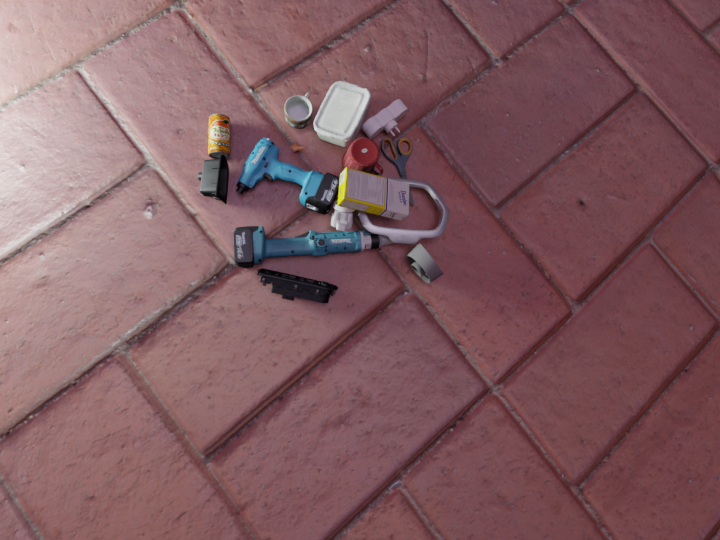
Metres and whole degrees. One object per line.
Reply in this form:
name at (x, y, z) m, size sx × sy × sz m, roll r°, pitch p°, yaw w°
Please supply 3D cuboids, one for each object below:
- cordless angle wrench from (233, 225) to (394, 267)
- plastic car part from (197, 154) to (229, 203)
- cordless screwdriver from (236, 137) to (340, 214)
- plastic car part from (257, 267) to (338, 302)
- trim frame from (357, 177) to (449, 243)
cordless angle wrench at (-0.104, -0.068, 1.067) m, size 0.416 × 0.075 × 0.099 m, roll -4°, pitch 82°, yaw -10°
plastic car part at (-0.377, -0.232, 1.073) m, size 0.072 × 0.064 × 0.118 m, roll -3°, pitch 77°, yaw 5°
cordless screwdriver at (-0.185, -0.220, 1.083) m, size 0.250 × 0.074 × 0.159 m, roll 27°, pitch 78°, yaw 2°
plastic car part at (-0.155, 0.042, 1.042) m, size 0.201 × 0.067 × 0.067 m, roll 8°, pitch 90°, yaw -6°
trim frame at (0.110, -0.158, 1.099) m, size 0.245 × 0.027 × 0.188 m, roll 3°, pitch 67°, yaw -8°
